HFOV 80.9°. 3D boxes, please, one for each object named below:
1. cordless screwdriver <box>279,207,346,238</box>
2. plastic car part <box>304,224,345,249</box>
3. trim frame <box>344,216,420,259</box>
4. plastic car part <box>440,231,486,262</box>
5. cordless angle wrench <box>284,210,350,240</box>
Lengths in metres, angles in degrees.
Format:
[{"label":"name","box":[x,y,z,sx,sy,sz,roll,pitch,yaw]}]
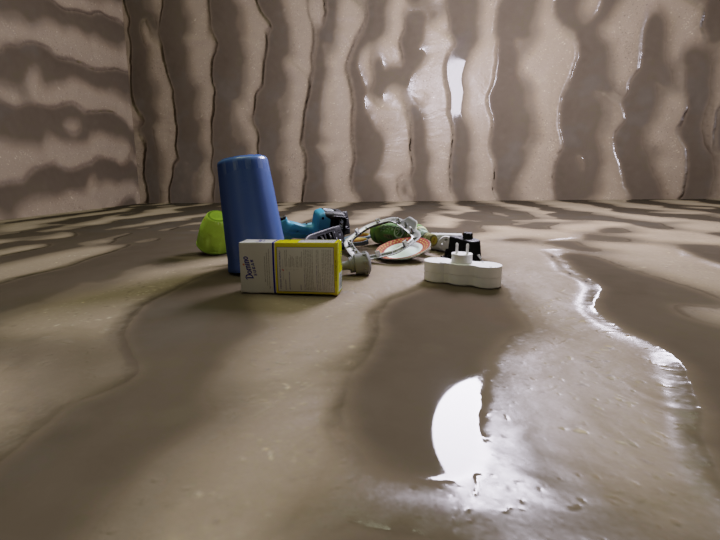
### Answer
[{"label":"cordless screwdriver","box":[-0.167,-0.141,1.170,0.244,0.156,0.077,-3,19,-13]},{"label":"plastic car part","box":[-0.106,-0.069,1.079,0.069,0.065,0.198,-7,10,22]},{"label":"trim frame","box":[0.052,-0.087,1.062,0.184,0.027,0.257,-24,23,-4]},{"label":"plastic car part","box":[0.237,-0.052,0.953,0.065,0.070,0.120,-5,10,-15]},{"label":"cordless angle wrench","box":[-0.232,-0.115,1.272,0.409,0.074,0.102,-12,6,-27]}]
